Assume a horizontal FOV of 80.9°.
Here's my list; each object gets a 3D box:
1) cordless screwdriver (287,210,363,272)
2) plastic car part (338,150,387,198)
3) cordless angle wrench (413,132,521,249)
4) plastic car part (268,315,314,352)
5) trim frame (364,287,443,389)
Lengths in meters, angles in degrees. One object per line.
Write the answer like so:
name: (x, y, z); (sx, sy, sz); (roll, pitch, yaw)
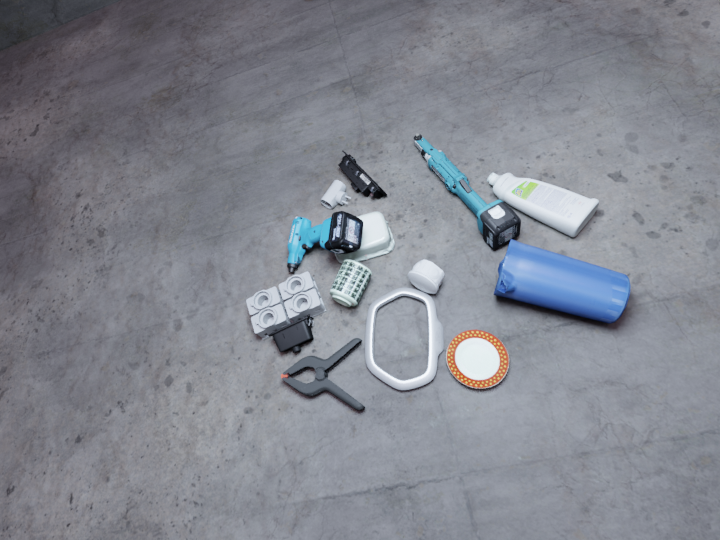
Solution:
cordless screwdriver: (-0.110, -0.072, 1.121); (0.261, 0.070, 0.160); (-1, 73, 47)
plastic car part: (-0.004, -0.278, 1.255); (0.067, 0.063, 0.213); (-46, 58, 20)
cordless angle wrench: (0.259, -0.239, 1.137); (0.074, 0.093, 0.444); (-30, 55, -1)
plastic car part: (-0.166, 0.170, 1.073); (0.117, 0.064, 0.073); (-28, 74, 5)
trim frame: (0.102, 0.157, 1.009); (0.189, 0.026, 0.254); (-4, 61, 16)
